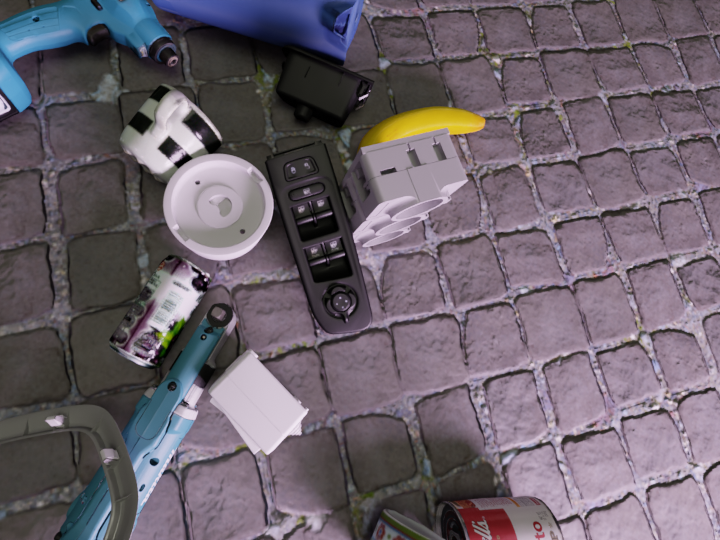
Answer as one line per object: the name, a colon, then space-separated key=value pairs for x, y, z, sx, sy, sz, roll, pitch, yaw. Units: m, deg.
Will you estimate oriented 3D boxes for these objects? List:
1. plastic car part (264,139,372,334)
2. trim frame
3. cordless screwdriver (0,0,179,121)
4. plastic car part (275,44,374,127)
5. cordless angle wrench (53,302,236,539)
plastic car part: x=-0.045 y=-0.029 z=0.457 sx=0.065 sy=0.068 sz=0.204 roll=-17 pitch=87 yaw=-13
trim frame: x=-0.285 y=0.204 z=0.325 sx=0.251 sy=0.026 sz=0.191 roll=-13 pitch=54 yaw=6
cordless screwdriver: x=-0.336 y=-0.236 z=0.458 sx=0.160 sy=0.075 sz=0.246 roll=46 pitch=69 yaw=2
plastic car part: x=-0.052 y=-0.213 z=0.514 sx=0.116 sy=0.066 sz=0.071 roll=21 pitch=89 yaw=-3
cordless angle wrench: x=-0.224 y=0.216 z=0.363 sx=0.075 sy=0.096 sz=0.424 roll=24 pitch=69 yaw=5
